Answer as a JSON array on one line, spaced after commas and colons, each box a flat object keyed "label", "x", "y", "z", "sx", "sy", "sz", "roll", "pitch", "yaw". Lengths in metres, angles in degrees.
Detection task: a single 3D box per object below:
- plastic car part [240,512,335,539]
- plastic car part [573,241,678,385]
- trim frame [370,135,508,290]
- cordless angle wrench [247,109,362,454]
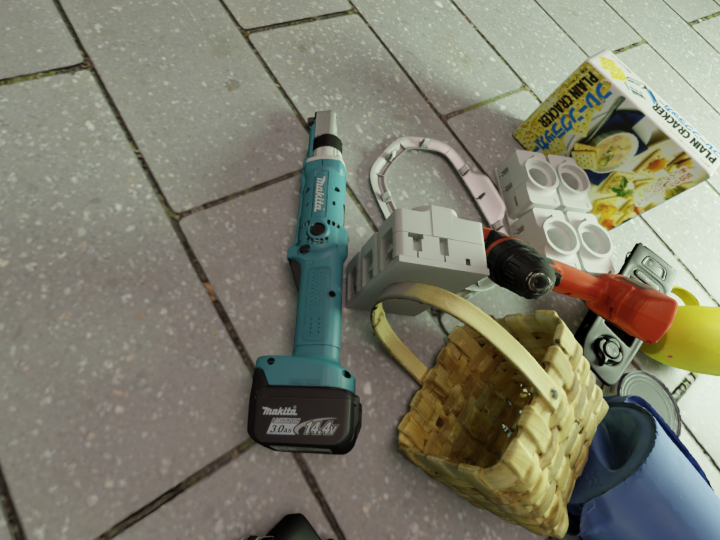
[{"label": "plastic car part", "x": -0.045, "y": 0.256, "z": 0.354, "sx": 0.118, "sy": 0.066, "sz": 0.069, "roll": 48, "pitch": 47, "yaw": 4}, {"label": "plastic car part", "x": 0.328, "y": 0.056, "z": 0.548, "sx": 0.066, "sy": 0.068, "sz": 0.201, "roll": 44, "pitch": 65, "yaw": -4}, {"label": "trim frame", "x": 0.116, "y": -0.087, "z": 0.581, "sx": 0.179, "sy": 0.027, "sz": 0.256, "roll": -16, "pitch": 69, "yaw": -24}, {"label": "cordless angle wrench", "x": -0.047, "y": -0.031, "z": 0.478, "sx": 0.099, "sy": 0.071, "sz": 0.434, "roll": -3, "pitch": 60, "yaw": 6}]
